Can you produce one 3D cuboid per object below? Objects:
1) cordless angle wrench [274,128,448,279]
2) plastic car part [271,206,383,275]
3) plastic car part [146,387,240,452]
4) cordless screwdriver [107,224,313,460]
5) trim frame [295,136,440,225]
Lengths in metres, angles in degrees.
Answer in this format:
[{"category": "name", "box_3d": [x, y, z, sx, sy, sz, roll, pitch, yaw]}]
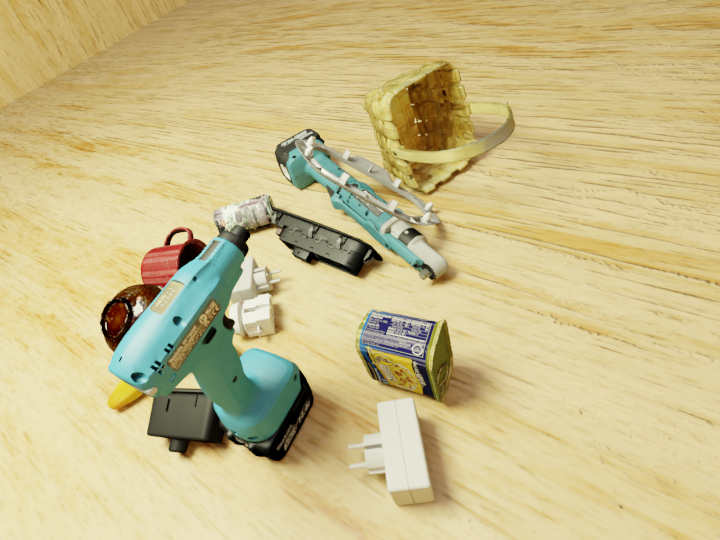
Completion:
[{"category": "cordless angle wrench", "box_3d": [-0.009, -0.119, 0.704, 0.097, 0.071, 0.447, -33, 48, -13]}, {"category": "plastic car part", "box_3d": [-0.064, -0.042, 0.654, 0.214, 0.063, 0.067, 18, 65, 32]}, {"category": "plastic car part", "box_3d": [-0.204, 0.179, 0.504, 0.119, 0.063, 0.073, -7, 60, 17]}, {"category": "cordless screwdriver", "box_3d": [-0.119, 0.083, 0.428, 0.078, 0.237, 0.159, 12, 57, 27]}, {"category": "trim frame", "box_3d": [0.013, -0.136, 0.635, 0.247, 0.027, 0.186, 26, 23, -4]}]
